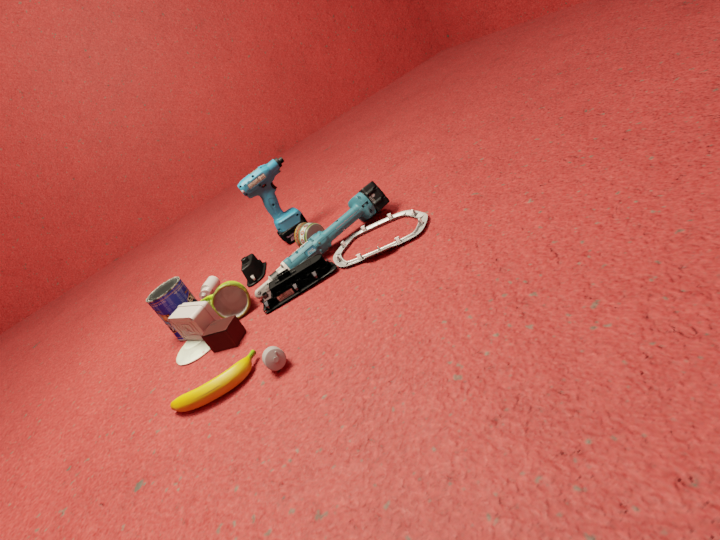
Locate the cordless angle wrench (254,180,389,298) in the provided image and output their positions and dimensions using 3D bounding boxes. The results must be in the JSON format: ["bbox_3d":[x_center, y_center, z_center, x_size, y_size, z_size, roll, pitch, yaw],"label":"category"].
[{"bbox_3d":[-0.107,-0.070,1.096,0.420,0.074,0.099,-41,4,-11],"label":"cordless angle wrench"}]

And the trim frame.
[{"bbox_3d":[0.042,-0.081,1.009,0.253,0.026,0.188,-22,28,16],"label":"trim frame"}]

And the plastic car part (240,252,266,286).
[{"bbox_3d":[-0.319,-0.011,1.226,0.066,0.068,0.120,-31,22,4],"label":"plastic car part"}]

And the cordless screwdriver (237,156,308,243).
[{"bbox_3d":[-0.243,-0.214,1.300,0.158,0.239,0.077,-39,23,-6],"label":"cordless screwdriver"}]

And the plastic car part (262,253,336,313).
[{"bbox_3d":[-0.154,0.021,1.008,0.203,0.065,0.068,-28,17,2],"label":"plastic car part"}]
